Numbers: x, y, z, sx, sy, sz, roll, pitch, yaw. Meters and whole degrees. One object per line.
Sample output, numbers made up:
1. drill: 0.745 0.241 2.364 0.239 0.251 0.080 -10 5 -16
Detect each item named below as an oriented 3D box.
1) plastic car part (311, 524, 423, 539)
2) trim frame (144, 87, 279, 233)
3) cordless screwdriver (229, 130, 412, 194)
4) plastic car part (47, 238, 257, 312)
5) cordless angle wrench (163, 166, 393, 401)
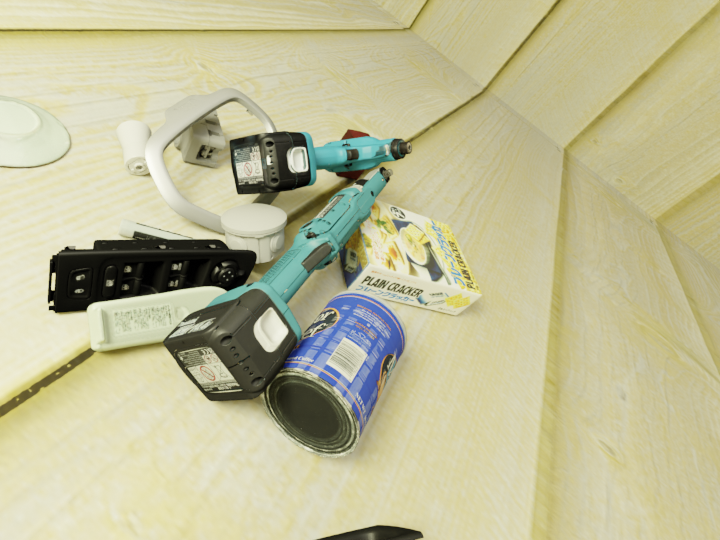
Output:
1. plastic car part: -0.009 0.250 0.332 0.111 0.067 0.073 4 63 -32
2. trim frame: -0.186 -0.158 0.586 0.177 0.028 0.249 51 44 -24
3. cordless screwdriver: -0.050 -0.160 0.598 0.167 0.073 0.240 5 18 38
4. plastic car part: -0.209 -0.003 0.444 0.194 0.065 0.071 -1 27 -38
5. cordless angle wrench: -0.050 -0.033 0.510 0.072 0.101 0.421 57 39 -19
